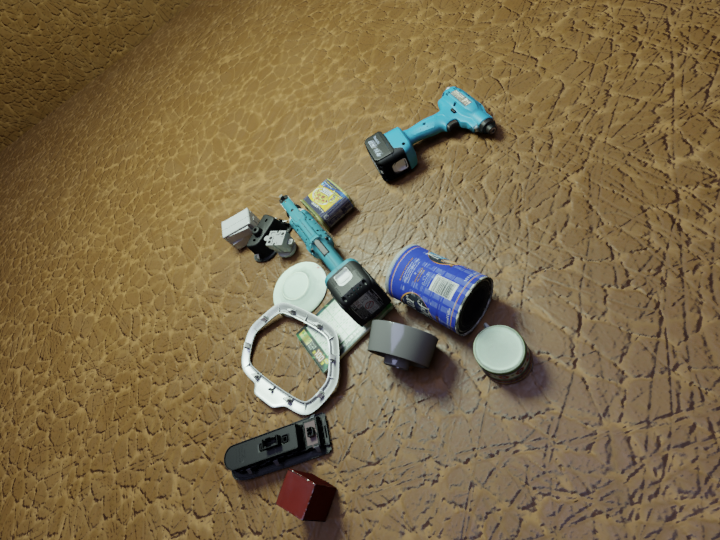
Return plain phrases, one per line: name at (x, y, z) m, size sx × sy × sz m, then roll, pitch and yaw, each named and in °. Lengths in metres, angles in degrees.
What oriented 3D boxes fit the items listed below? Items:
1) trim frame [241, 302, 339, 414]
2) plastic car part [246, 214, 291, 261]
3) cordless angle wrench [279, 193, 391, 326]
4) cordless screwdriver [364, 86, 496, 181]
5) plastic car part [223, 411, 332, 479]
trim frame at (-0.140, 0.162, 0.806) m, size 0.262 × 0.026 × 0.184 m, roll 21°, pitch 83°, yaw 37°
plastic car part at (-0.222, -0.083, 0.986) m, size 0.070 × 0.067 × 0.116 m, roll 18°, pitch 69°, yaw 37°
cordless angle wrench at (-0.086, -0.056, 0.880) m, size 0.074 × 0.092 × 0.447 m, roll -41°, pitch 43°, yaw 1°
cordless screwdriver at (0.144, -0.280, 0.894) m, size 0.250 × 0.070 × 0.167 m, roll -32°, pitch 51°, yaw 5°
plastic car part at (-0.152, 0.305, 0.721) m, size 0.206 × 0.063 × 0.069 m, roll -26°, pitch 59°, yaw 17°
